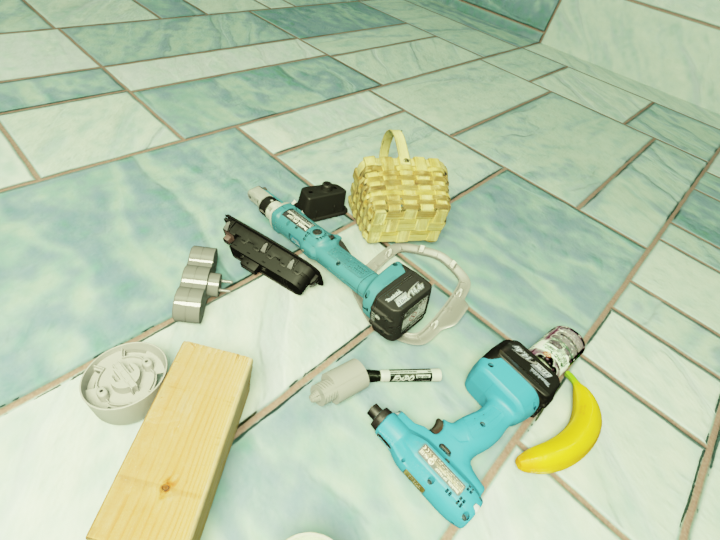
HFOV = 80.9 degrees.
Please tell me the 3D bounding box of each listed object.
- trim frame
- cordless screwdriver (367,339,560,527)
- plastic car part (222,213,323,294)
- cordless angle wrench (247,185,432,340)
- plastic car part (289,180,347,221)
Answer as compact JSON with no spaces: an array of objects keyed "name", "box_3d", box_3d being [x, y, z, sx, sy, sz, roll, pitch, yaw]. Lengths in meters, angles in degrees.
[{"name":"trim frame","box_3d":[0.095,0.029,0.741,0.191,0.027,0.244,34,47,19]},{"name":"cordless screwdriver","box_3d":[0.139,0.183,0.565,0.243,0.072,0.167,-33,60,-32]},{"name":"plastic car part","box_3d":[-0.156,-0.020,0.711,0.209,0.064,0.067,26,56,14]},{"name":"cordless angle wrench","box_3d":[-0.072,-0.047,0.739,0.096,0.072,0.446,-32,52,-30]},{"name":"plastic car part","box_3d":[-0.078,-0.144,0.846,0.113,0.069,0.069,-17,53,-24]}]
